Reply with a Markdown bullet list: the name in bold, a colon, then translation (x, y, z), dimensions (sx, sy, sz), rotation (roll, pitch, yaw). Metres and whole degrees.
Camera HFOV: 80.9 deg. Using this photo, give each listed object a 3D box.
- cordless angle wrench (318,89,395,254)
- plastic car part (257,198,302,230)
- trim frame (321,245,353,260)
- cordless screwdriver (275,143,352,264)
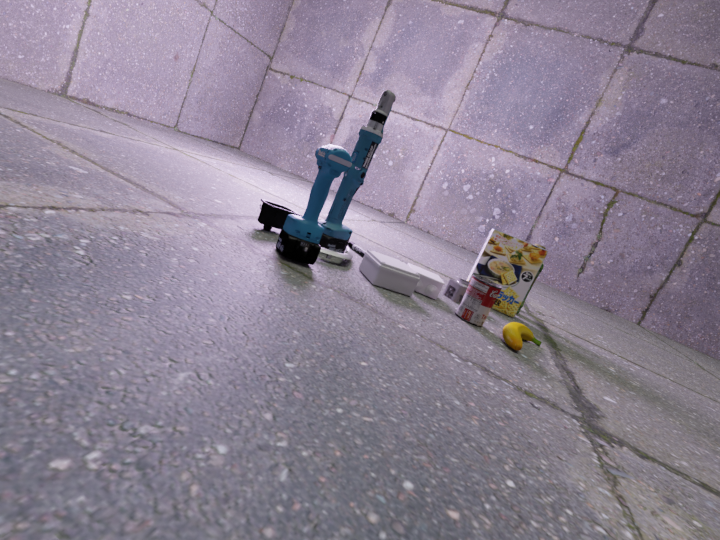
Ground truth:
- **cordless angle wrench**: translation (-0.012, -0.243, 1.057), dimensions (0.079, 0.421, 0.093), rotation (32, 14, 37)
- **plastic car part**: translation (-0.215, -0.132, 1.052), dimensions (0.070, 0.070, 0.111), rotation (31, 14, 34)
- **trim frame**: translation (-0.105, -0.069, 1.078), dimensions (0.185, 0.027, 0.249), rotation (22, 12, -1)
- **cordless screwdriver**: translation (-0.103, -0.147, 0.894), dimensions (0.071, 0.248, 0.166), rotation (18, 12, -24)
